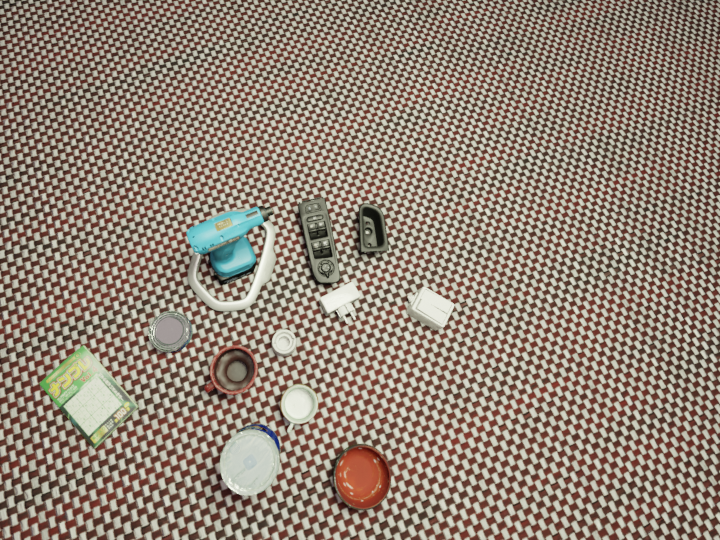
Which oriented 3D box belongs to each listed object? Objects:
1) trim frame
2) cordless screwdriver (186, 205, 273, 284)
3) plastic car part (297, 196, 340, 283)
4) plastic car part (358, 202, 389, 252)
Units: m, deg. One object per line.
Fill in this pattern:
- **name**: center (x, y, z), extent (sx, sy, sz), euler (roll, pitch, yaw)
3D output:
- **trim frame**: center (-0.289, -0.028, 0.968), extent (0.184, 0.027, 0.251), euler (13, 71, 0)
- **cordless screwdriver**: center (-0.251, -0.054, 0.864), extent (0.157, 0.247, 0.076), euler (-24, 80, -14)
- **plastic car part**: center (-0.095, -0.062, 0.974), extent (0.065, 0.066, 0.208), euler (-11, 73, -10)
- **plastic car part**: center (0.023, -0.092, 0.991), extent (0.065, 0.070, 0.119), euler (-3, 73, -8)
